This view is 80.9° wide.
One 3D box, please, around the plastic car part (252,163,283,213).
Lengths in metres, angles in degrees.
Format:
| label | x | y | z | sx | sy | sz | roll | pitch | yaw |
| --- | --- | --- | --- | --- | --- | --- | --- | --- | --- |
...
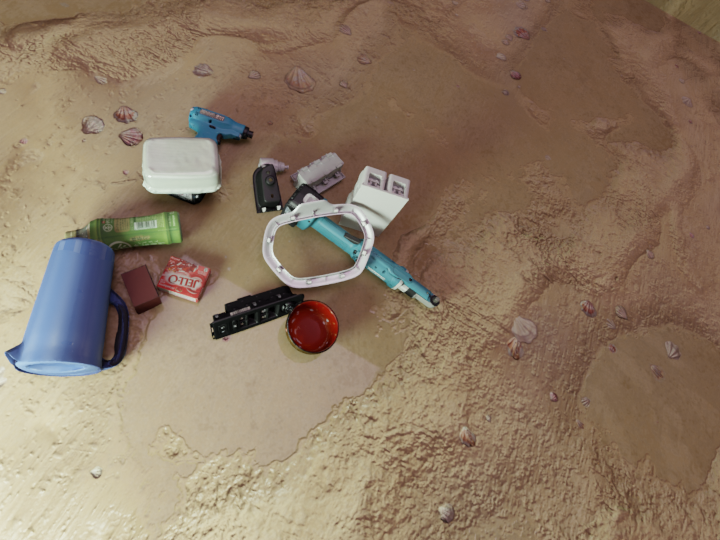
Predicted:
| label | x | y | z | sx | sy | sz | roll | pitch | yaw |
| --- | --- | --- | --- | --- | --- | --- | --- | --- | --- |
| plastic car part | -0.215 | -0.198 | 0.990 | 0.064 | 0.073 | 0.116 | -10 | 93 | -20 |

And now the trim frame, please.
| label | x | y | z | sx | sy | sz | roll | pitch | yaw |
| --- | --- | --- | --- | --- | --- | --- | --- | --- | --- |
| trim frame | -0.090 | -0.059 | 0.924 | 0.247 | 0.028 | 0.184 | -10 | 91 | -4 |

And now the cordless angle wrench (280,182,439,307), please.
| label | x | y | z | sx | sy | sz | roll | pitch | yaw |
| --- | --- | --- | --- | --- | --- | --- | --- | --- | --- |
| cordless angle wrench | 0.007 | -0.042 | 0.990 | 0.422 | 0.098 | 0.074 | 36 | 62 | -1 |

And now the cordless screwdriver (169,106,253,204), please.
| label | x | y | z | sx | sy | sz | roll | pitch | yaw |
| --- | --- | --- | --- | --- | --- | --- | --- | --- | --- |
| cordless screwdriver | -0.361 | -0.275 | 1.006 | 0.157 | 0.074 | 0.253 | 15 | 61 | -8 |

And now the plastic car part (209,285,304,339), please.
| label | x | y | z | sx | sy | sz | roll | pitch | yaw |
| --- | --- | --- | --- | --- | --- | --- | --- | --- | --- |
| plastic car part | -0.218 | 0.081 | 0.891 | 0.198 | 0.064 | 0.071 | -14 | 45 | -19 |
